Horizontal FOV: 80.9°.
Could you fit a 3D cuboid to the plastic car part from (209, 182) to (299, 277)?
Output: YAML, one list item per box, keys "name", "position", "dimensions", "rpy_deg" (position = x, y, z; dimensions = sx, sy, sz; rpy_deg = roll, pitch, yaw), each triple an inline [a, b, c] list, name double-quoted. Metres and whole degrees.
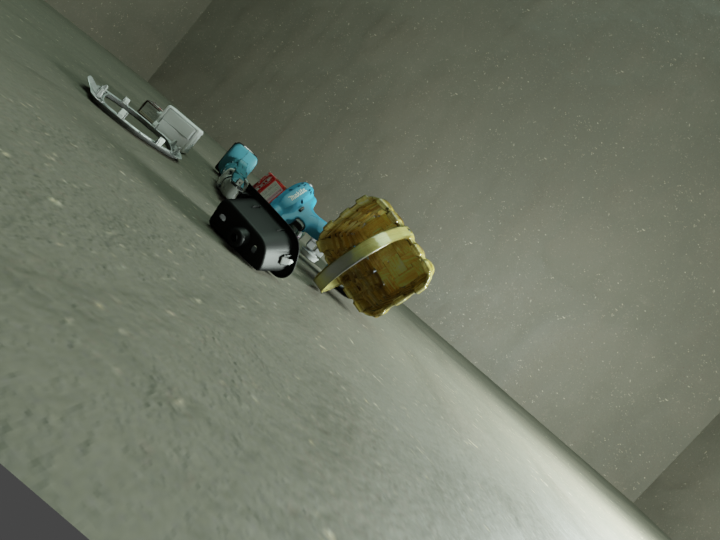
- name: "plastic car part"
  position: [-0.127, -0.043, 0.484]
  dimensions: [0.121, 0.066, 0.068]
  rpy_deg: [45, 19, 20]

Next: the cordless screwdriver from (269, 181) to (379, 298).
- name: "cordless screwdriver"
  position: [-0.080, -0.052, 0.819]
  dimensions: [0.249, 0.075, 0.157]
  rpy_deg: [46, 42, 0]

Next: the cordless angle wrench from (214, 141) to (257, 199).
- name: "cordless angle wrench"
  position: [-0.269, -0.205, 0.905]
  dimensions: [0.071, 0.098, 0.439]
  rpy_deg: [39, 7, -24]

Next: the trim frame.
- name: "trim frame"
  position: [-0.388, -0.263, 0.732]
  dimensions: [0.175, 0.027, 0.261]
  rpy_deg: [38, 5, -34]
